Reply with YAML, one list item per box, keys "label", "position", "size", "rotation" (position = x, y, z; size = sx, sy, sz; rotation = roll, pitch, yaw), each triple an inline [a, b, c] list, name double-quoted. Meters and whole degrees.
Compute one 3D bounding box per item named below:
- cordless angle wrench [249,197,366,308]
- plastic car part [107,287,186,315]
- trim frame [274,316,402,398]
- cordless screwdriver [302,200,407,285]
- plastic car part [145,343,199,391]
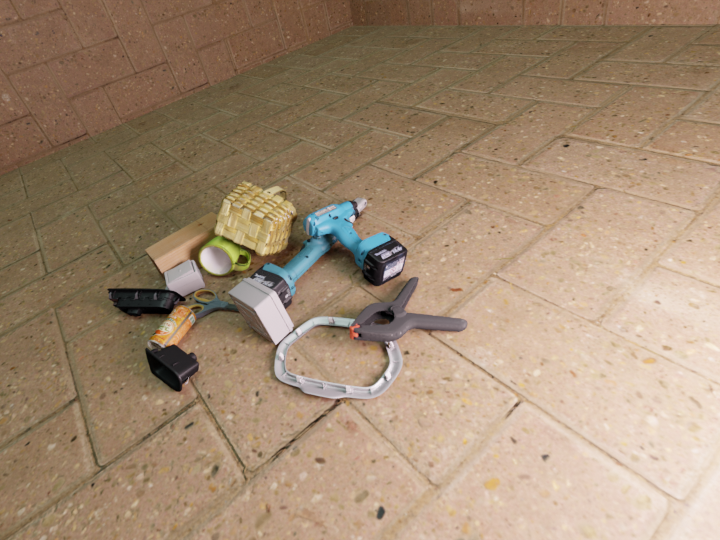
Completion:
- label: "cordless angle wrench"
  position: [-0.102, -0.067, 1.047]
  size: [0.103, 0.071, 0.418]
  rotation: [15, 46, 32]
- label: "plastic car part"
  position: [-0.528, 0.077, 1.031]
  size: [0.208, 0.063, 0.069]
  rotation: [-4, 49, 15]
- label: "trim frame"
  position: [-0.046, 0.158, 0.791]
  size: [0.258, 0.026, 0.185]
  rotation: [5, 44, 22]
- label: "cordless screwdriver"
  position: [0.002, -0.081, 0.977]
  size: [0.155, 0.072, 0.262]
  rotation: [-30, 52, -32]
- label: "plastic car part"
  position: [-0.367, 0.188, 0.849]
  size: [0.122, 0.064, 0.069]
  rotation: [17, 34, 30]
